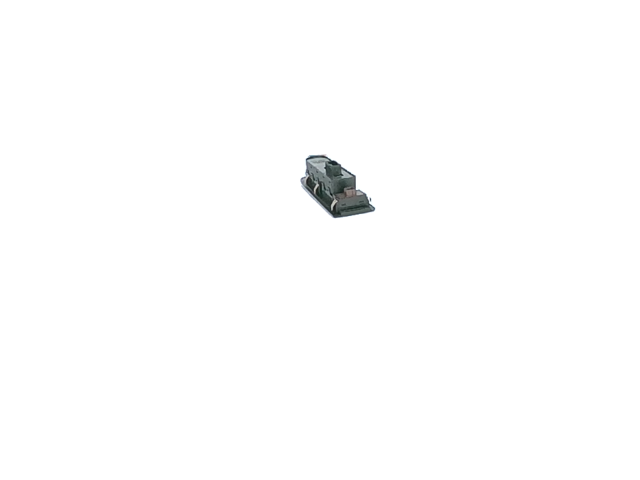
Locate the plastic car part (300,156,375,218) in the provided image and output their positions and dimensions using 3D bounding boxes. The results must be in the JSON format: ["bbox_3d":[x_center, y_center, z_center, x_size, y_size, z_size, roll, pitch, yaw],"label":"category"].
[{"bbox_3d":[0.014,-0.096,0.689,0.066,0.067,0.203,-19,25,-12],"label":"plastic car part"}]
